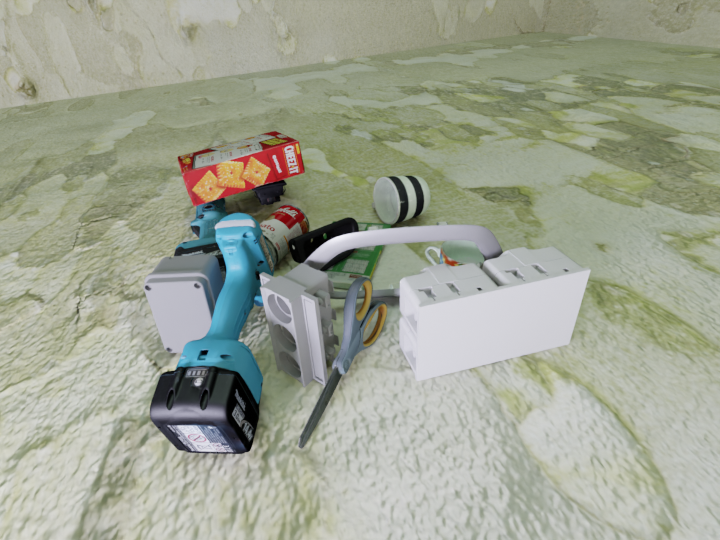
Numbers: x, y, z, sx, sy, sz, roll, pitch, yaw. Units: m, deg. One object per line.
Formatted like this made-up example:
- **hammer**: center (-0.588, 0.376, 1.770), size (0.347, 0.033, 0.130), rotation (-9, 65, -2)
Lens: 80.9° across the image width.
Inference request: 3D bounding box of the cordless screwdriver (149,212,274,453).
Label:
- **cordless screwdriver**: center (-0.139, 0.072, 0.478), size (0.075, 0.153, 0.256), rotation (-4, 49, 6)

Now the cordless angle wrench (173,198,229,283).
- **cordless angle wrench**: center (-0.275, -0.092, 0.776), size (0.096, 0.072, 0.443), rotation (-13, 33, -12)

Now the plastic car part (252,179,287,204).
- **plastic car part**: center (-0.199, -0.179, 0.887), size (0.065, 0.064, 0.213), rotation (-21, 32, -11)

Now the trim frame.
- **trim frame**: center (0.047, -0.004, 0.513), size (0.248, 0.178, 0.028), rotation (-5, 61, -2)

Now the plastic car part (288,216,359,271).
- **plastic car part**: center (-0.064, -0.042, 0.658), size (0.113, 0.064, 0.075), rotation (-30, 24, -34)
